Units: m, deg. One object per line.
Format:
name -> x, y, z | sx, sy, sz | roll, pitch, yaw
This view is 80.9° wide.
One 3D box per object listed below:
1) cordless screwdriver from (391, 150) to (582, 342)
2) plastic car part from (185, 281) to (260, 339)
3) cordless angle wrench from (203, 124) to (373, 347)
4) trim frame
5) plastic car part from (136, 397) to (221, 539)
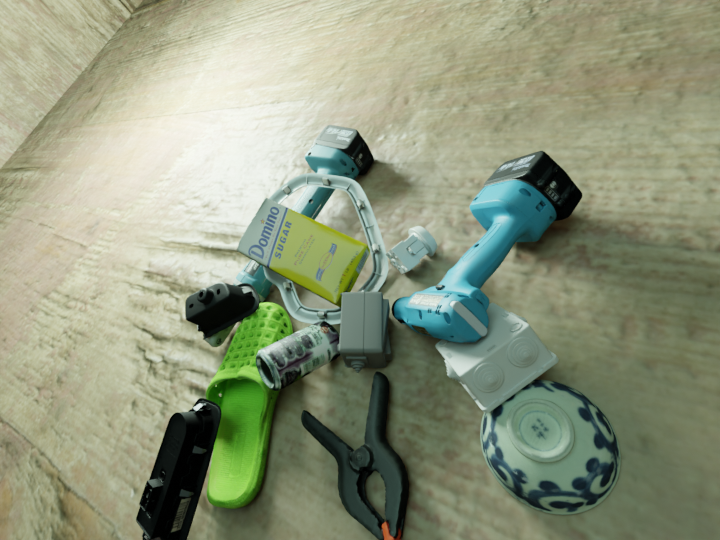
cordless screwdriver -> 0.139, -0.025, 0.515 | 0.248, 0.073, 0.163 | -51, 15, -15
plastic car part -> -0.217, 0.048, 0.633 | 0.119, 0.067, 0.068 | -27, 59, 24
cordless angle wrench -> -0.127, -0.057, 0.711 | 0.103, 0.070, 0.423 | 24, 76, 38
trim frame -> -0.063, -0.041, 0.640 | 0.186, 0.026, 0.255 | -20, 72, 9
plastic car part -> -0.237, 0.261, 0.536 | 0.070, 0.063, 0.203 | 14, 82, 45
